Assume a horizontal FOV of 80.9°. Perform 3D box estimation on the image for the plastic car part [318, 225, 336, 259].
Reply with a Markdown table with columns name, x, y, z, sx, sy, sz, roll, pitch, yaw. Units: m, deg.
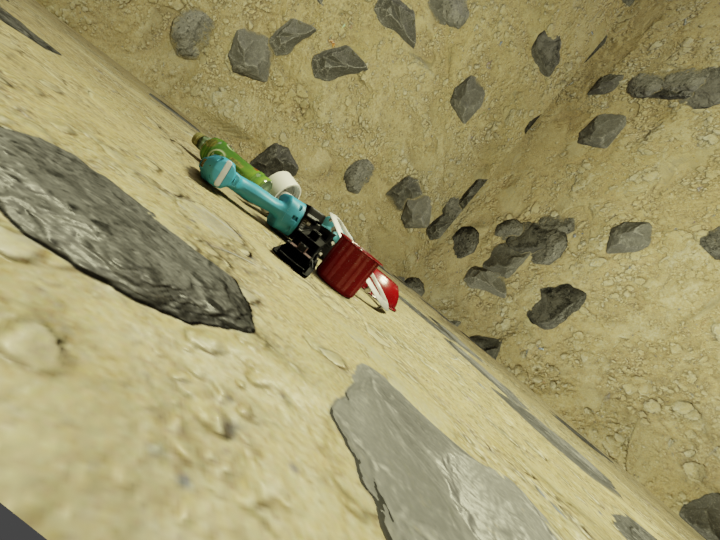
| name | x | y | z | sx | sy | sz | roll | pitch | yaw |
| --- | --- | --- | --- | --- | --- | --- | --- | --- | --- |
| plastic car part | -0.095 | -0.062 | 0.967 | 0.123 | 0.066 | 0.067 | 39 | -12 | 51 |

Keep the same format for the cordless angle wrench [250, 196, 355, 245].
| name | x | y | z | sx | sy | sz | roll | pitch | yaw |
| --- | --- | --- | --- | --- | --- | --- | --- | --- | --- |
| cordless angle wrench | -0.143 | -0.122 | 1.051 | 0.102 | 0.075 | 0.403 | 55 | 14 | 23 |

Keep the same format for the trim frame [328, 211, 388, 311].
| name | x | y | z | sx | sy | sz | roll | pitch | yaw |
| --- | --- | --- | --- | --- | --- | --- | --- | --- | --- |
| trim frame | -0.004 | -0.017 | 0.899 | 0.243 | 0.028 | 0.187 | 57 | 8 | -13 |

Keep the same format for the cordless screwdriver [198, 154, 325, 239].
| name | x | y | z | sx | sy | sz | roll | pitch | yaw |
| --- | --- | --- | --- | --- | --- | --- | --- | --- | --- |
| cordless screwdriver | -0.197 | -0.142 | 0.815 | 0.236 | 0.074 | 0.167 | 31 | 0 | -32 |

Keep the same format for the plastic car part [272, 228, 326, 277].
| name | x | y | z | sx | sy | sz | roll | pitch | yaw |
| --- | --- | --- | --- | --- | --- | --- | --- | --- | --- |
| plastic car part | -0.092 | -0.040 | 0.706 | 0.066 | 0.067 | 0.203 | 31 | 2 | -3 |
